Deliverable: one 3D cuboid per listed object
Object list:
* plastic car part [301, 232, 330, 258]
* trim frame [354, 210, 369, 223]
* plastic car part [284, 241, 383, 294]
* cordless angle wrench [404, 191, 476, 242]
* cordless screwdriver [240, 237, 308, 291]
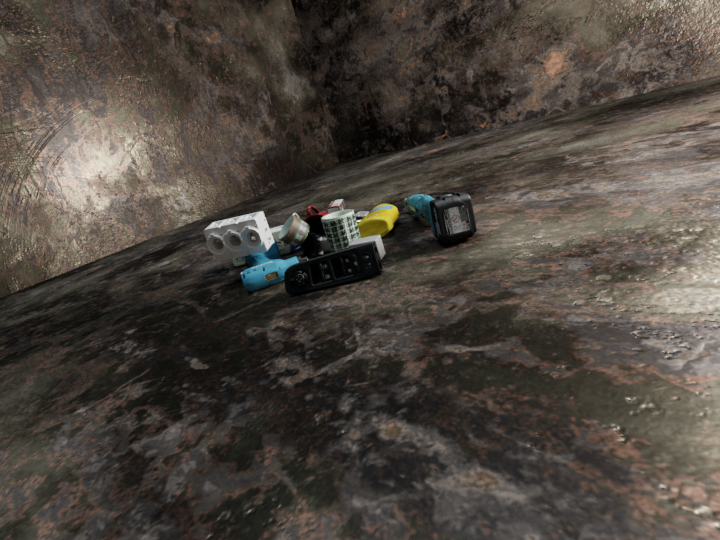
[{"bbox_3d":[-0.110,-0.072,1.124,0.069,0.065,0.121,-7,9,-21],"label":"plastic car part"},{"bbox_3d":[-0.063,-0.165,1.352,0.178,0.027,0.260,-15,13,-28],"label":"trim frame"},{"bbox_3d":[-0.060,-0.003,0.865,0.205,0.066,0.067,-15,7,8],"label":"plastic car part"},{"bbox_3d":[0.166,-0.154,1.048,0.074,0.096,0.431,-15,15,-3],"label":"cordless angle wrench"},{"bbox_3d":[-0.227,-0.030,1.082,0.158,0.072,0.258,-20,22,-9],"label":"cordless screwdriver"}]
